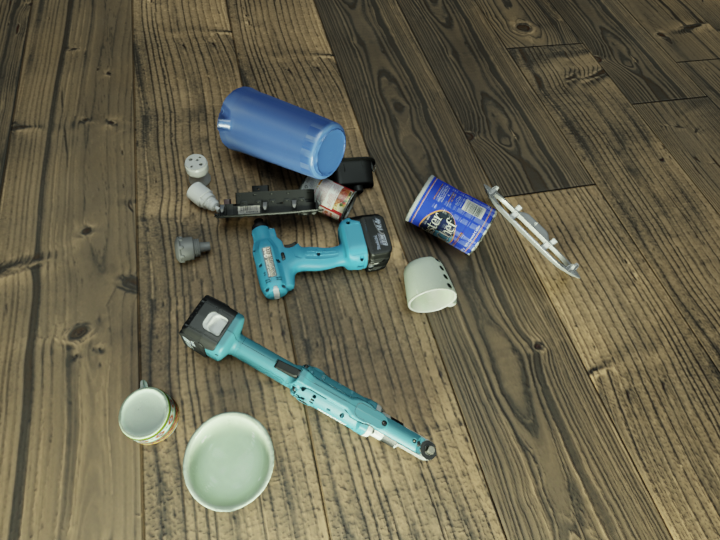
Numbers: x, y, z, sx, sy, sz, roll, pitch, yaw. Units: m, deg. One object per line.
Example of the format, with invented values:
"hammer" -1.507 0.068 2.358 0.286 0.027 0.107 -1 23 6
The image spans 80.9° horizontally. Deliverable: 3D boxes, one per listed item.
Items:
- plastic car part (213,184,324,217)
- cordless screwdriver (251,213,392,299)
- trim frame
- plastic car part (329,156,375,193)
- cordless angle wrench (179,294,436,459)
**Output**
"plastic car part" -0.170 -0.128 0.801 0.204 0.066 0.067 1 90 3
"cordless screwdriver" -0.077 -0.050 0.788 0.246 0.072 0.165 -14 64 -9
"trim frame" 0.331 -0.082 0.819 0.256 0.028 0.178 48 25 15
"plastic car part" -0.017 -0.195 0.885 0.114 0.066 0.072 -5 78 -13
"cordless angle wrench" -0.079 0.178 0.658 0.427 0.097 0.074 28 62 5
